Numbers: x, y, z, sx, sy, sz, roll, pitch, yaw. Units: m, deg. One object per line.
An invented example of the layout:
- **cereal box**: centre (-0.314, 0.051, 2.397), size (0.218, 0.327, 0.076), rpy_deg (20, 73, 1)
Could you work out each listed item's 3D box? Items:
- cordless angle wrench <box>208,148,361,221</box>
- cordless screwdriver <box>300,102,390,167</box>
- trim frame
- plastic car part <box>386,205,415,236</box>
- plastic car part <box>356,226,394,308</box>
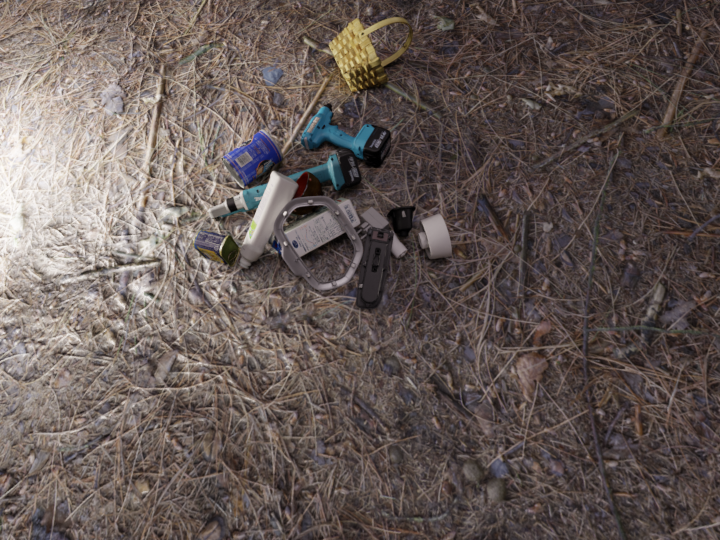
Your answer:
- **cordless angle wrench**: centre (-0.212, -0.221, 1.145), size (0.424, 0.095, 0.076), rpy_deg (-18, 24, 2)
- **cordless screwdriver**: centre (-0.033, -0.397, 1.216), size (0.257, 0.071, 0.160), rpy_deg (20, 69, 17)
- **trim frame**: centre (-0.100, -0.065, 1.024), size (0.184, 0.028, 0.242), rpy_deg (-34, 105, -3)
- **plastic car part**: centre (0.106, -0.120, 1.060), size (0.066, 0.116, 0.071), rpy_deg (-4, 91, 0)
- **plastic car part**: centre (0.036, -0.005, 1.016), size (0.066, 0.067, 0.203), rpy_deg (11, 85, -4)
